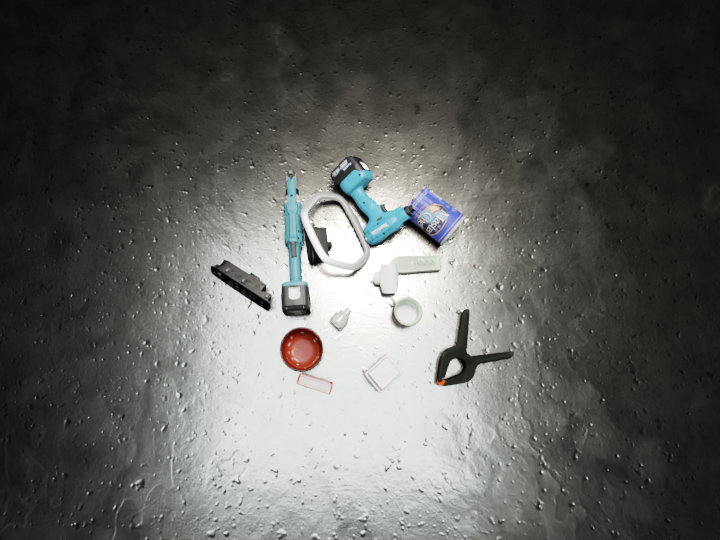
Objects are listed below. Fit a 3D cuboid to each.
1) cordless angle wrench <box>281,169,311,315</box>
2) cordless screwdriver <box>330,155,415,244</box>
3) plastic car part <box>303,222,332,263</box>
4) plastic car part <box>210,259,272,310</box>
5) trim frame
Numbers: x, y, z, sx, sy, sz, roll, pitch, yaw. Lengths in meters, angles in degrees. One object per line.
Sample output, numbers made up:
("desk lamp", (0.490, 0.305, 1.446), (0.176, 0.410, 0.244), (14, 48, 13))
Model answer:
("cordless angle wrench", (-0.187, -0.090, 1.187), (0.074, 0.096, 0.433), (-4, 70, -3))
("cordless screwdriver", (0.033, -0.213, 1.185), (0.162, 0.071, 0.255), (-36, 75, 26))
("plastic car part", (-0.117, -0.076, 1.194), (0.069, 0.066, 0.118), (-7, 77, -17))
("plastic car part", (-0.324, 0.030, 1.165), (0.207, 0.065, 0.067), (27, 67, 9))
("trim frame", (-0.066, -0.111, 1.177), (0.178, 0.028, 0.255), (-19, 72, -30))
